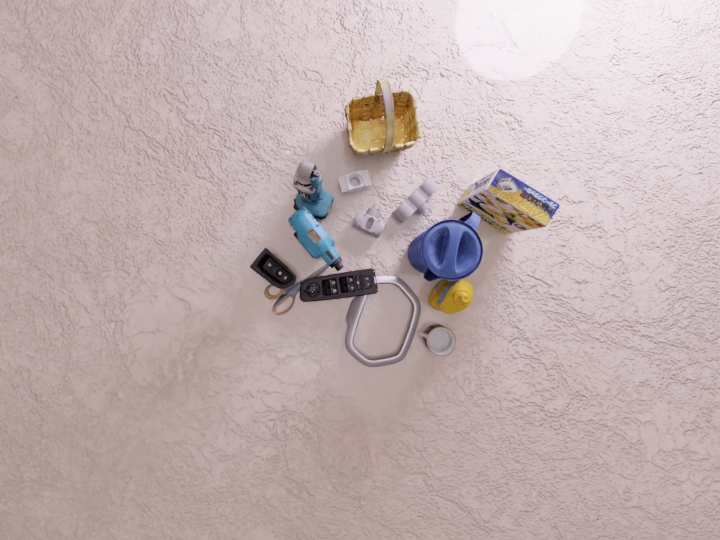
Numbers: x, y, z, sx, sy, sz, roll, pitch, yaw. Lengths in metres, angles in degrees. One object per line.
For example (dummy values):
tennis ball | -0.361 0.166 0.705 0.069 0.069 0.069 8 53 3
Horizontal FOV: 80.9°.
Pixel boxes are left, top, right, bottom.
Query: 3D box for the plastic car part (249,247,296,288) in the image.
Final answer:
plastic car part | -0.222 0.002 1.112 0.117 0.071 0.066 39 88 1

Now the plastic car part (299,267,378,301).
plastic car part | -0.061 0.040 1.108 0.203 0.067 0.066 -9 89 0

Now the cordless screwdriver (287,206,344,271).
cordless screwdriver | -0.100 -0.066 1.024 0.074 0.249 0.159 -39 91 -3

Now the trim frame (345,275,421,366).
trim frame | 0.056 0.134 1.121 0.185 0.027 0.249 19 88 2

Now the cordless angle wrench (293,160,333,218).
cordless angle wrench | -0.112 -0.181 0.944 0.098 0.423 0.074 22 89 -4
